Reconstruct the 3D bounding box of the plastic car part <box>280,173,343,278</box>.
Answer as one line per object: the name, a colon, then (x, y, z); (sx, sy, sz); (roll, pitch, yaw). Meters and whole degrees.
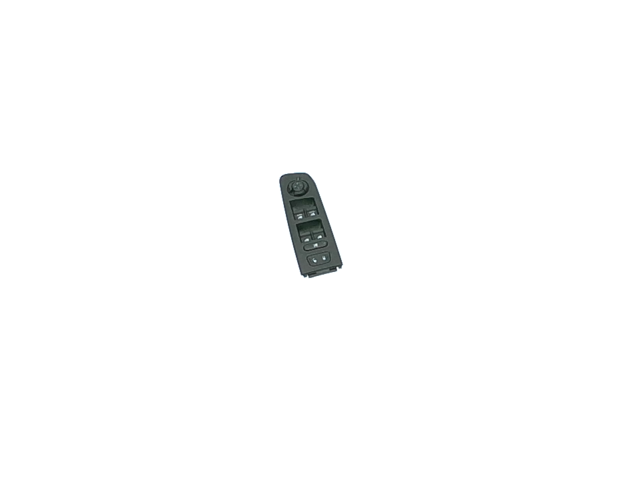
plastic car part: (-0.017, -0.025, 0.707); (0.066, 0.203, 0.067); (-17, -26, 1)
